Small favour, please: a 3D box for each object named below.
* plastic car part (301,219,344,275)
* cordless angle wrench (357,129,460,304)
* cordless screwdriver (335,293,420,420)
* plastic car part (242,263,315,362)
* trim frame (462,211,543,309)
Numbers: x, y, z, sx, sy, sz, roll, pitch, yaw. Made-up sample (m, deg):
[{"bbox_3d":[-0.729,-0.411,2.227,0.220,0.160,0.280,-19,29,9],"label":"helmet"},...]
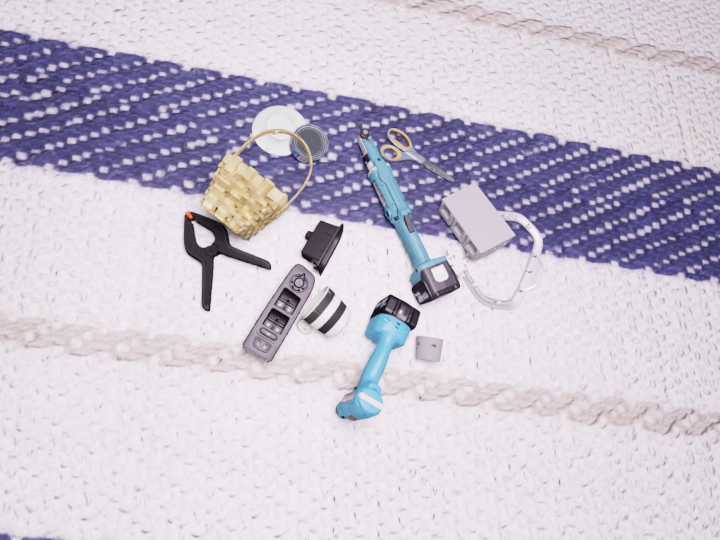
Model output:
[{"bbox_3d":[-0.090,-0.059,0.922,0.072,0.064,0.117,21,70,10],"label":"plastic car part"},{"bbox_3d":[0.085,-0.135,0.953,0.073,0.097,0.433,-20,75,-15],"label":"cordless angle wrench"},{"bbox_3d":[0.026,0.179,0.845,0.074,0.160,0.250,31,58,-8],"label":"cordless screwdriver"},{"bbox_3d":[-0.158,0.084,0.864,0.067,0.066,0.203,28,77,4],"label":"plastic car part"},{"bbox_3d":[0.335,-0.030,0.985,0.184,0.027,0.249,30,72,0],"label":"trim frame"}]
